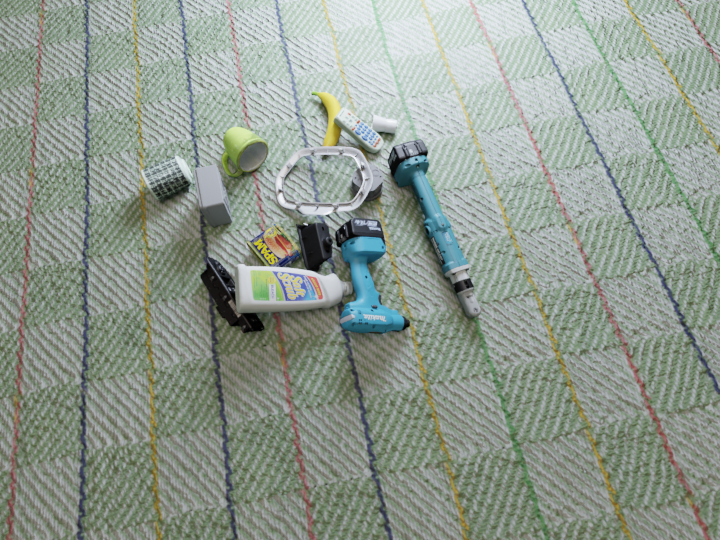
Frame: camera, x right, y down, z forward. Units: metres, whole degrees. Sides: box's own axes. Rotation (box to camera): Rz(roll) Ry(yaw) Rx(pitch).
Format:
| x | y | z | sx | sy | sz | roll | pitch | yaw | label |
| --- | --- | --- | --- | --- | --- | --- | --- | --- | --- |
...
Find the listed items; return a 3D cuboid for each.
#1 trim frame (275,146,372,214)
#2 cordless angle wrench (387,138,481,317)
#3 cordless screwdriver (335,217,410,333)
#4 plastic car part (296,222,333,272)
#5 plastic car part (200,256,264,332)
| x | y | z | sx | sy | sz | roll | pitch | yaw | label |
| --- | --- | --- | --- | --- | --- | --- | --- | --- | --- |
| -0.093 | -0.217 | 1.013 | 0.257 | 0.026 | 0.186 | 6 | 76 | 19 | trim frame |
| 0.175 | -0.097 | 0.959 | 0.073 | 0.096 | 0.434 | -17 | 73 | -10 | cordless angle wrench |
| 0.027 | 0.013 | 0.922 | 0.152 | 0.076 | 0.255 | 8 | 64 | -28 | cordless screwdriver |
| -0.093 | -0.061 | 0.953 | 0.063 | 0.072 | 0.120 | 5 | 63 | -43 | plastic car part |
| -0.293 | 0.060 | 0.938 | 0.068 | 0.064 | 0.209 | -39 | 73 | 14 | plastic car part |
